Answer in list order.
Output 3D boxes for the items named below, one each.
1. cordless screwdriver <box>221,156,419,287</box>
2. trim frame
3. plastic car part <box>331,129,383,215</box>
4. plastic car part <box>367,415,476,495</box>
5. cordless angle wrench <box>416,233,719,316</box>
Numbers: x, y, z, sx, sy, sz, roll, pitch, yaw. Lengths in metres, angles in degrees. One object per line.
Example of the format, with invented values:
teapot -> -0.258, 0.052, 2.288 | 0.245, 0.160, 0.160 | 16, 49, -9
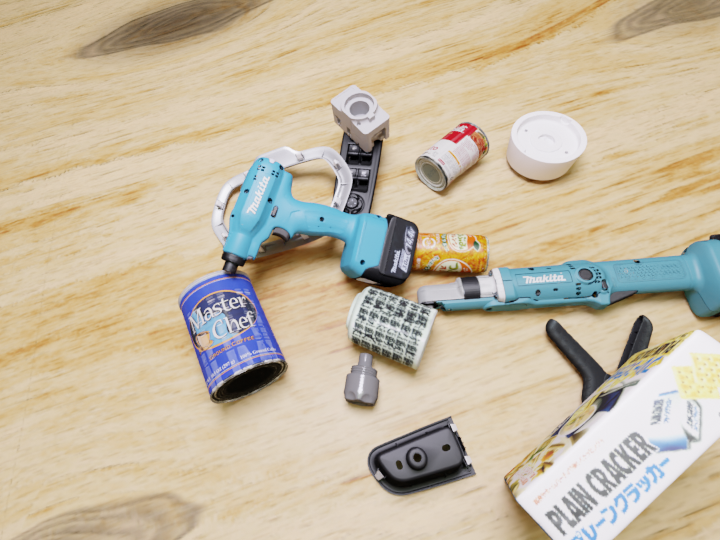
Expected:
cordless screwdriver -> -0.056, -0.037, 0.575 | 0.245, 0.075, 0.160 | 21, 79, -9
trim frame -> -0.132, -0.114, 0.675 | 0.254, 0.026, 0.190 | -16, 63, 16
plastic car part -> -0.006, -0.155, 0.688 | 0.067, 0.066, 0.206 | 8, 67, 1
plastic car part -> 0.068, 0.212, 0.477 | 0.115, 0.069, 0.069 | -17, 61, -7
cordless angle wrench -> 0.290, 0.018, 0.559 | 0.428, 0.071, 0.101 | -5, 61, 7
